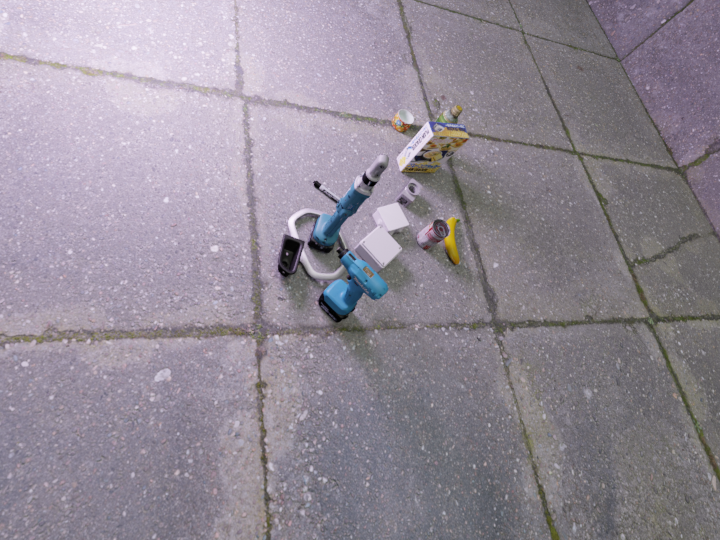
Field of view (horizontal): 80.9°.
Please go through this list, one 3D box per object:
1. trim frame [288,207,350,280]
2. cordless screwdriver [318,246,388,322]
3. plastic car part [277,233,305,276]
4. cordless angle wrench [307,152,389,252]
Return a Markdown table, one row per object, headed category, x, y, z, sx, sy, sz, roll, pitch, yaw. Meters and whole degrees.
| category | x | y | z | sx | sy | sz | roll | pitch | yaw |
| --- | --- | --- | --- | --- | --- | --- | --- | --- | --- |
| trim frame | -0.126 | -0.082 | 1.288 | 0.178 | 0.028 | 0.255 | -16 | 72 | -28 |
| cordless screwdriver | -0.042 | 0.039 | 1.129 | 0.160 | 0.251 | 0.073 | 48 | 56 | 1 |
| plastic car part | -0.208 | -0.033 | 1.203 | 0.064 | 0.071 | 0.118 | 19 | 60 | -16 |
| cordless angle wrench | -0.035 | -0.174 | 1.134 | 0.072 | 0.427 | 0.099 | 23 | 60 | -17 |
